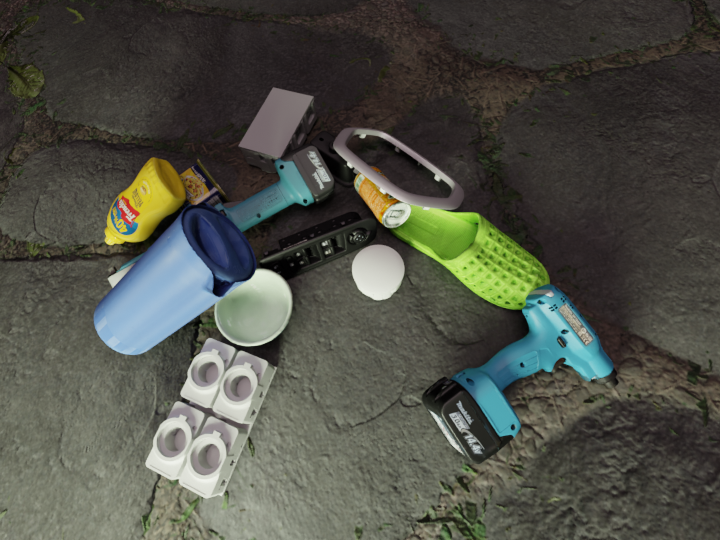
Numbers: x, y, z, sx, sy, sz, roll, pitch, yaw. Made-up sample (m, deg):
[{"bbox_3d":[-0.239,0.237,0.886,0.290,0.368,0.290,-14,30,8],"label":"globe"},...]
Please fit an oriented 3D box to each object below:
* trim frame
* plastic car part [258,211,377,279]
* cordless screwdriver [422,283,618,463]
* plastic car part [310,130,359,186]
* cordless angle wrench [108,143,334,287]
[{"bbox_3d":[0.062,-0.175,0.712,0.260,0.027,0.178,41,44,25],"label":"trim frame"},{"bbox_3d":[-0.069,-0.045,0.710,0.203,0.063,0.070,-19,40,0],"label":"plastic car part"},{"bbox_3d":[0.218,0.153,0.562,0.247,0.074,0.160,-38,89,-10],"label":"cordless screwdriver"},{"bbox_3d":[-0.048,-0.213,0.773,0.122,0.068,0.066,39,79,23],"label":"plastic car part"},{"bbox_3d":[-0.245,-0.077,0.735,0.422,0.074,0.098,-29,91,-1],"label":"cordless angle wrench"}]
